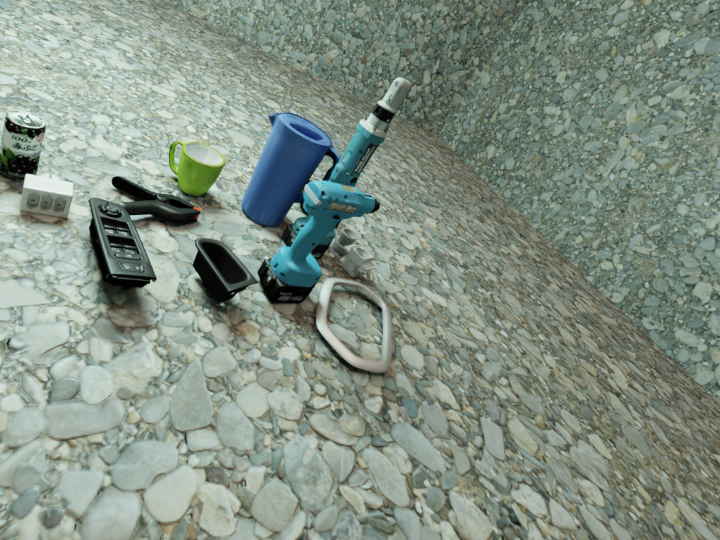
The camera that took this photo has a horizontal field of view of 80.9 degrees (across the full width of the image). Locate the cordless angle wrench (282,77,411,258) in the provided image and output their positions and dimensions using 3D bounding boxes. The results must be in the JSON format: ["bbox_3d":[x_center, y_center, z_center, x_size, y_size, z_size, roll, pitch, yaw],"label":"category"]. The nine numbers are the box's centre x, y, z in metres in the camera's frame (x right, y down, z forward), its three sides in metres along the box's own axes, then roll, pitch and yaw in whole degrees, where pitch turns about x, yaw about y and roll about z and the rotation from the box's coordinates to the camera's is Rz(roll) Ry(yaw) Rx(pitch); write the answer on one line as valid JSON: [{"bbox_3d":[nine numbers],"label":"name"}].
[{"bbox_3d":[-0.029,-0.200,0.875,0.093,0.423,0.078,0,44,-48],"label":"cordless angle wrench"}]

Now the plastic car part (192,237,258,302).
[{"bbox_3d":[-0.240,0.007,0.711,0.121,0.071,0.063,44,30,20],"label":"plastic car part"}]

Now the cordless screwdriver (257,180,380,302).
[{"bbox_3d":[-0.076,-0.050,0.775,0.151,0.249,0.078,3,42,-44],"label":"cordless screwdriver"}]

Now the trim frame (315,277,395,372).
[{"bbox_3d":[-0.005,0.101,0.842,0.181,0.027,0.253,26,29,-11],"label":"trim frame"}]

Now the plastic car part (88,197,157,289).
[{"bbox_3d":[-0.376,-0.038,0.651,0.063,0.067,0.213,3,40,-44],"label":"plastic car part"}]
